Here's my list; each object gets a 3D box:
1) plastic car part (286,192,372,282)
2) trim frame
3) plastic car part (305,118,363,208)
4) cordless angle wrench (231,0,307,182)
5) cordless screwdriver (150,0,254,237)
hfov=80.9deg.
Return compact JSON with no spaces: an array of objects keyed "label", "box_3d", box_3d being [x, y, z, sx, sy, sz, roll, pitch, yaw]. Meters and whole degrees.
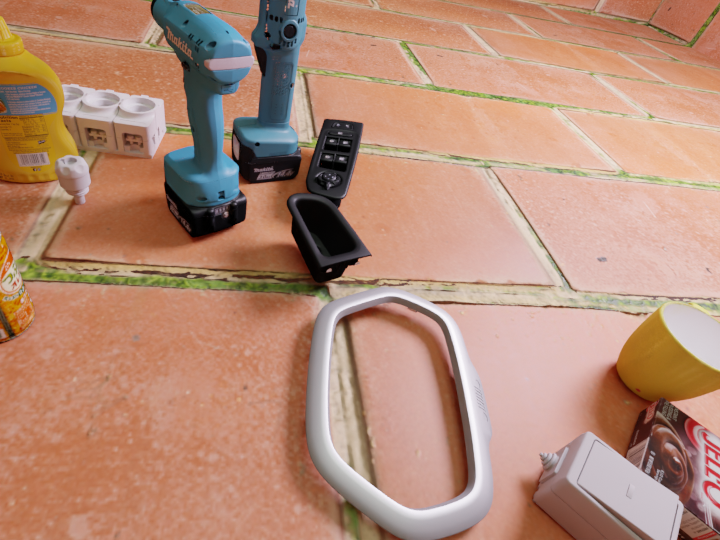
[{"label":"plastic car part","box_3d":[-0.050,-0.032,0.507,0.064,0.070,0.122,-13,50,-28]},{"label":"trim frame","box_3d":[0.039,0.114,0.409,0.182,0.027,0.256,7,44,-7]},{"label":"plastic car part","box_3d":[-0.042,-0.159,0.642,0.066,0.066,0.207,12,43,-4]},{"label":"cordless angle wrench","box_3d":[-0.099,-0.302,0.521,0.095,0.416,0.078,-10,51,-28]},{"label":"cordless screwdriver","box_3d":[-0.191,-0.170,0.486,0.072,0.244,0.167,-23,56,-36]}]
